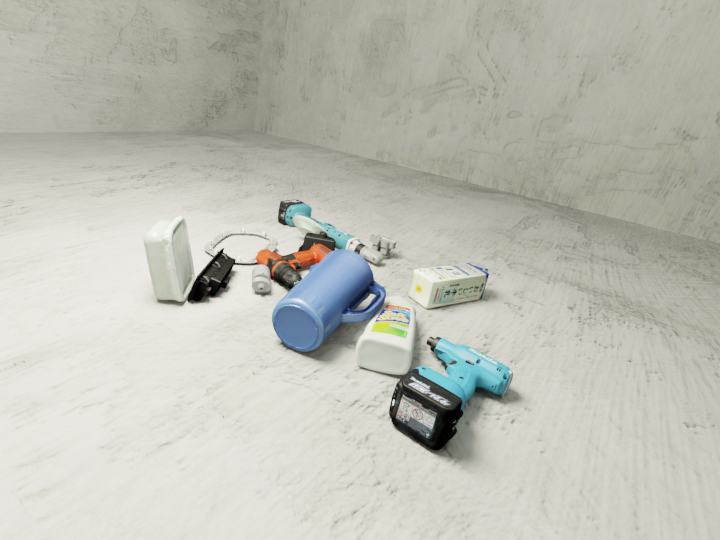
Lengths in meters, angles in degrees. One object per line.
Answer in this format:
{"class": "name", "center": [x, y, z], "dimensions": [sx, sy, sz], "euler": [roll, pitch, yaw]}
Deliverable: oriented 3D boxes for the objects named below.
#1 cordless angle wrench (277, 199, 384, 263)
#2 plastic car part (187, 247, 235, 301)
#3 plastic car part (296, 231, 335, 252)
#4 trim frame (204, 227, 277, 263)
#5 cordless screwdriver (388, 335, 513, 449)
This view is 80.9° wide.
{"class": "cordless angle wrench", "center": [-0.099, -0.119, 1.323], "dimensions": [0.094, 0.073, 0.447], "euler": [-14, 34, -44]}
{"class": "plastic car part", "center": [-0.326, 0.006, 0.959], "dimensions": [0.066, 0.066, 0.208], "euler": [16, 22, -11]}
{"class": "plastic car part", "center": [-0.119, -0.078, 1.215], "dimensions": [0.118, 0.069, 0.066], "euler": [9, 23, 6]}
{"class": "trim frame", "center": [-0.327, -0.074, 1.187], "dimensions": [0.186, 0.027, 0.249], "euler": [12, 22, 4]}
{"class": "cordless screwdriver", "center": [0.134, 0.181, 0.707], "dimensions": [0.168, 0.073, 0.238], "euler": [26, 24, 35]}
